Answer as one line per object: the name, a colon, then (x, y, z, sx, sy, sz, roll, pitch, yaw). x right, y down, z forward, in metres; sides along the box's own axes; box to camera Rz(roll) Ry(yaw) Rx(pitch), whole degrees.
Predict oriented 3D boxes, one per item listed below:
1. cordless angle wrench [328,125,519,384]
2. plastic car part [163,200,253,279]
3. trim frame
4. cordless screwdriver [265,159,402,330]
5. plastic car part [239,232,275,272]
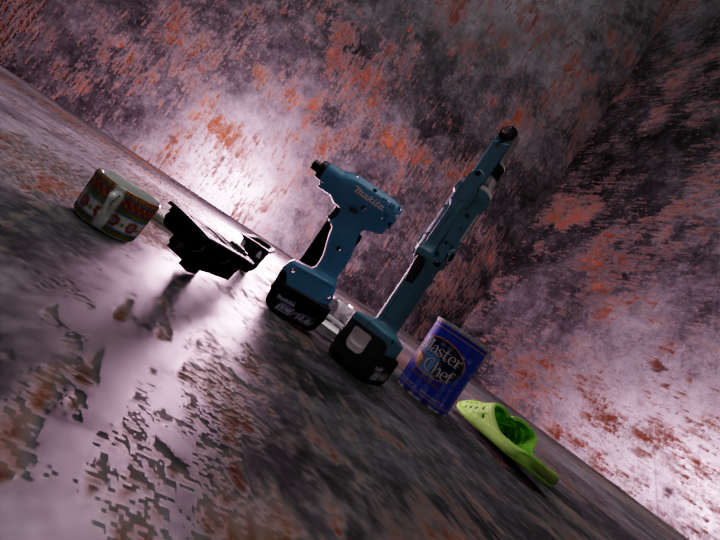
cordless angle wrench: (0.109, -0.031, 0.622, 0.078, 0.423, 0.093, 33, -2, 31)
plastic car part: (-0.192, -0.023, 0.548, 0.068, 0.067, 0.198, 34, -2, 8)
trim frame: (-0.076, 0.087, 0.790, 0.247, 0.027, 0.186, 34, -2, -5)
cordless screwdriver: (-0.065, -0.042, 0.665, 0.159, 0.248, 0.074, 34, -1, 0)
plastic car part: (-0.210, -0.028, 0.819, 0.066, 0.071, 0.117, 34, -2, -3)
